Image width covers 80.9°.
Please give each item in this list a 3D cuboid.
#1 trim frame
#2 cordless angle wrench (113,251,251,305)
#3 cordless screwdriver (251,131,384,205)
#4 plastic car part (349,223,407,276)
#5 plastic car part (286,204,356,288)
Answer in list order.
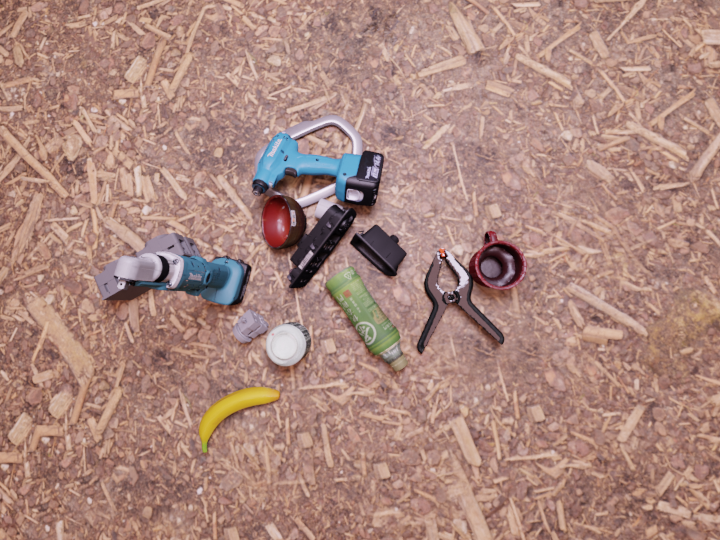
[{"bbox_3d":[-0.113,-0.240,0.924,0.249,0.027,0.187,-26,82,4],"label":"trim frame"},{"bbox_3d":[-0.280,0.008,0.709,0.075,0.418,0.098,14,86,2],"label":"cordless angle wrench"},{"bbox_3d":[-0.086,-0.187,0.843,0.253,0.072,0.161,15,58,8],"label":"cordless screwdriver"},{"bbox_3d":[0.045,-0.049,0.870,0.118,0.065,0.070,40,74,4],"label":"plastic car part"},{"bbox_3d":[-0.084,-0.055,0.858,0.204,0.063,0.070,-48,64,14],"label":"plastic car part"}]
